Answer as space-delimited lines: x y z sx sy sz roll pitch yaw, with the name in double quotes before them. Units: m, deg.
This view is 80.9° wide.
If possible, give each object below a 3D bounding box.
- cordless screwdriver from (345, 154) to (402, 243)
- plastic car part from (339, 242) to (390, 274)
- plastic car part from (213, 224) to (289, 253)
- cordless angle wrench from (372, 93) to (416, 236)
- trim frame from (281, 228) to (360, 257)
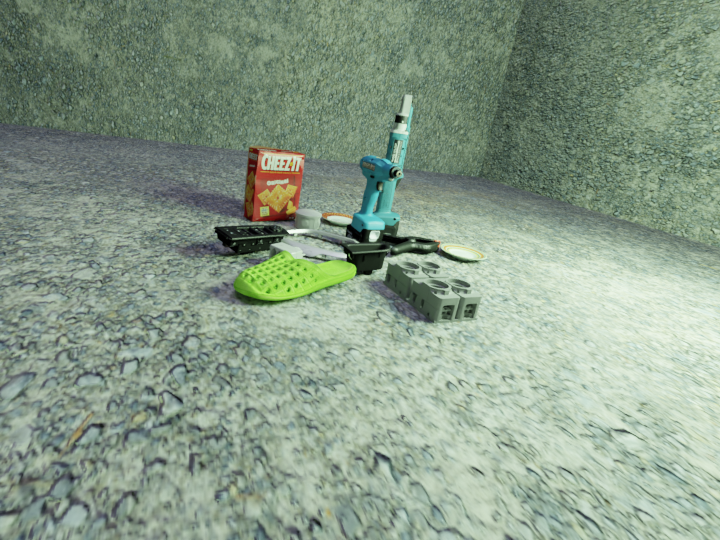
"cordless screwdriver" 0.039 -0.179 1.148 0.071 0.245 0.168 -1 21 -31
"plastic car part" 0.014 -0.025 0.972 0.112 0.070 0.069 0 21 -25
"plastic car part" -0.250 -0.074 1.001 0.070 0.066 0.195 22 23 32
"cordless angle wrench" 0.097 -0.305 1.264 0.098 0.417 0.075 10 18 -3
"trim frame" -0.109 -0.071 1.110 0.258 0.027 0.180 16 21 21
